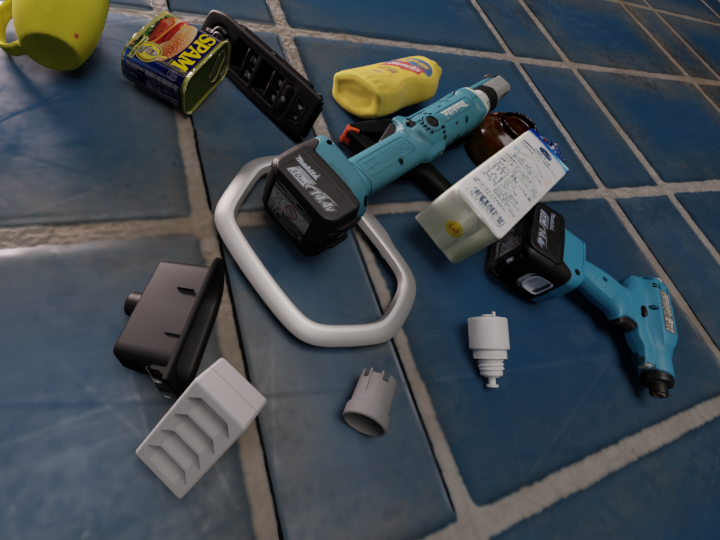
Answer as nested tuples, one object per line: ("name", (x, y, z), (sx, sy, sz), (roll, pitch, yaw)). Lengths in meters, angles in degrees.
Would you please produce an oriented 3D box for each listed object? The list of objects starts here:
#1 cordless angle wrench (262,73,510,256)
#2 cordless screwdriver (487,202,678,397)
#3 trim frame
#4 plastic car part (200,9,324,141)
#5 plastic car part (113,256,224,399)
("cordless angle wrench", (0.072, -0.163, 0.513), (0.415, 0.074, 0.100), (-38, 80, -32))
("cordless screwdriver", (0.280, 0.035, 0.518), (0.245, 0.075, 0.161), (28, 54, -9))
("trim frame", (-0.045, -0.029, 0.457), (0.180, 0.027, 0.255), (-32, 74, -32))
("plastic car part", (-0.123, -0.259, 0.543), (0.205, 0.066, 0.066), (41, 44, 5))
("plastic car part", (-0.162, 0.041, 0.352), (0.071, 0.064, 0.119), (8, 54, -3))
